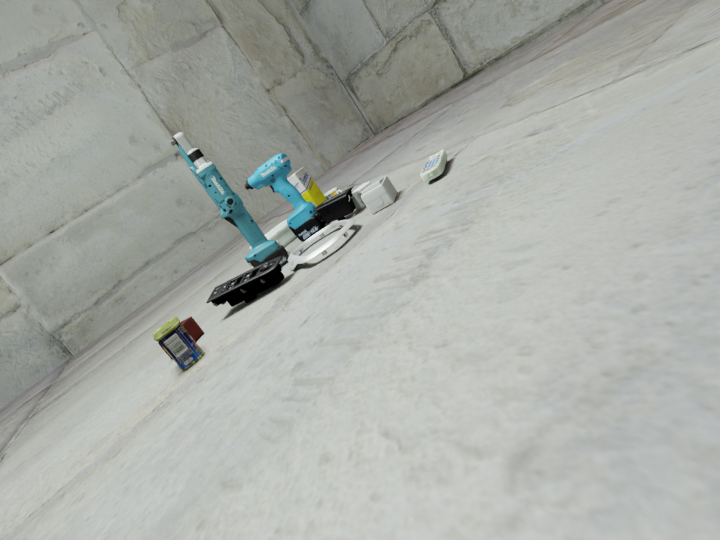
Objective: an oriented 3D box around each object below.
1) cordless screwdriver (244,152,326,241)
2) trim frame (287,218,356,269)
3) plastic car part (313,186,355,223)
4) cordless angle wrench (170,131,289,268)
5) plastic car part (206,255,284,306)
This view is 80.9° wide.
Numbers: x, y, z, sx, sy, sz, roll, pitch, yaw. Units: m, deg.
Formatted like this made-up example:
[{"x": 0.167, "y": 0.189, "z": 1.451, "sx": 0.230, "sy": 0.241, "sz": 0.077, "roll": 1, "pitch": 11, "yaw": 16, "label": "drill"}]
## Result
[{"x": -0.218, "y": -0.199, "z": 1.229, "sx": 0.163, "sy": 0.244, "sz": 0.074, "roll": -28, "pitch": 13, "yaw": 27, "label": "cordless screwdriver"}, {"x": -0.098, "y": -0.064, "z": 1.007, "sx": 0.182, "sy": 0.027, "sz": 0.257, "roll": -39, "pitch": 17, "yaw": -14, "label": "trim frame"}, {"x": -0.060, "y": -0.165, "z": 1.135, "sx": 0.119, "sy": 0.069, "sz": 0.066, "roll": -25, "pitch": 16, "yaw": 31, "label": "plastic car part"}, {"x": -0.340, "y": -0.172, "z": 1.089, "sx": 0.097, "sy": 0.414, "sz": 0.077, "roll": -38, "pitch": 12, "yaw": -18, "label": "cordless angle wrench"}, {"x": -0.254, "y": 0.034, "z": 0.963, "sx": 0.206, "sy": 0.065, "sz": 0.067, "roll": -29, "pitch": 15, "yaw": 19, "label": "plastic car part"}]
